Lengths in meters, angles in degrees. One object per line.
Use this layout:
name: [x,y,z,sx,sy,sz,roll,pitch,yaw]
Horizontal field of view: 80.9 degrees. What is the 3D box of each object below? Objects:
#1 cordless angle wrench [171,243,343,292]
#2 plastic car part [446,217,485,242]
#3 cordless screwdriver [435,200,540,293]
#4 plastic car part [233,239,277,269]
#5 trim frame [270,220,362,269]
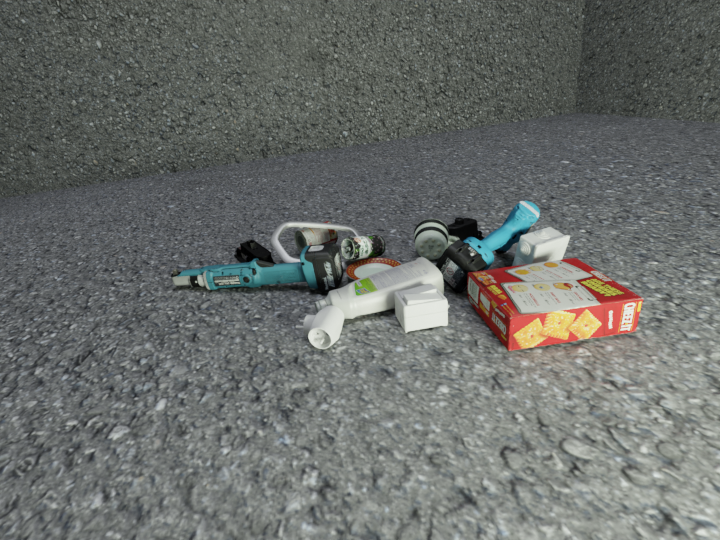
cordless angle wrench: [-0.255,0.008,0.985,0.433,0.095,0.074,-4,23,16]
plastic car part: [0.258,-0.102,1.084,0.113,0.069,0.070,-18,24,-30]
cordless screwdriver: [0.267,-0.040,0.906,0.244,0.156,0.077,-32,67,-25]
plastic car part: [-0.276,-0.042,1.121,0.064,0.066,0.214,-12,26,-30]
trim frame: [-0.106,-0.069,1.083,0.247,0.027,0.190,2,46,-4]
